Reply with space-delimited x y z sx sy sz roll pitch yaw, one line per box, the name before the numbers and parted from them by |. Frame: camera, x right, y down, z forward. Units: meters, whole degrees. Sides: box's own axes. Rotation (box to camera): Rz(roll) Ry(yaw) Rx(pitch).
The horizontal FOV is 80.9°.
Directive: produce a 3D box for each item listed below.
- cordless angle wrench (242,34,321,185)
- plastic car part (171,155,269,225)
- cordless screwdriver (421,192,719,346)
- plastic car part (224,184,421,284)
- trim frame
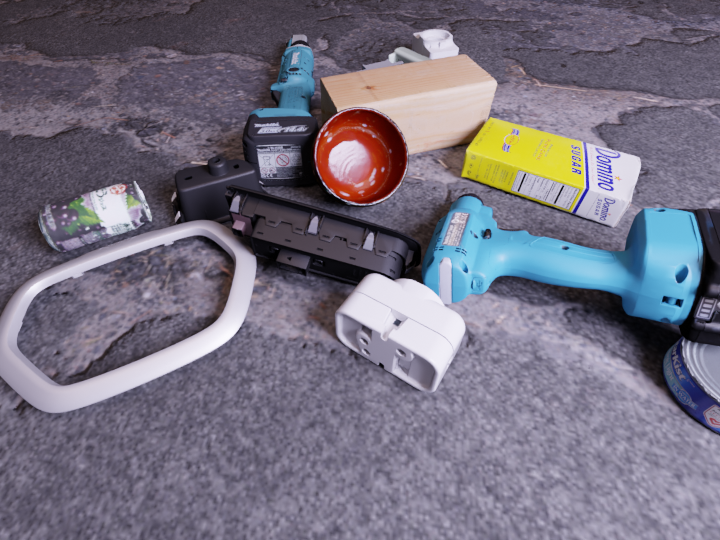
cordless angle wrench | -0.104 -0.287 0.662 0.098 0.072 0.437 -3 46 -1
plastic car part | -0.168 -0.098 0.493 0.115 0.068 0.069 -19 53 -10
cordless screwdriver | 0.193 -0.023 0.383 0.259 0.071 0.159 6 38 23
plastic car part | -0.041 -0.027 0.414 0.205 0.064 0.068 12 55 5
trim frame | -0.220 0.028 0.409 0.244 0.026 0.193 -25 55 -15
